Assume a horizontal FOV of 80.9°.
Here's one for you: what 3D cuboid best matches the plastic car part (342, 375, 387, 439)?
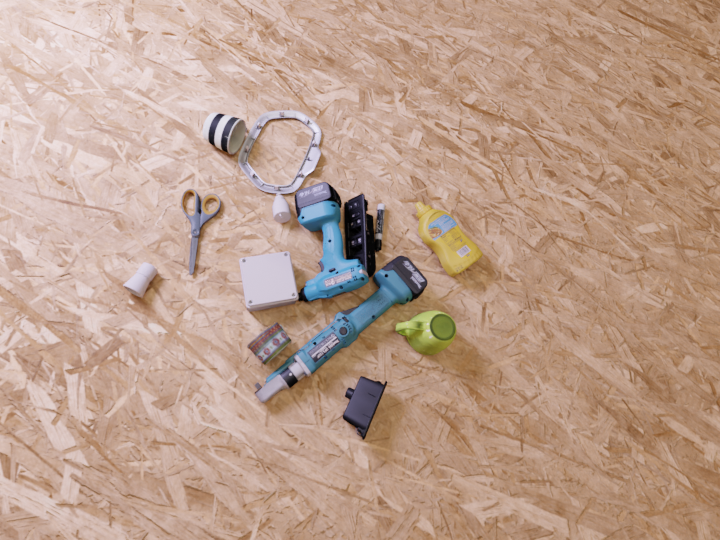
[{"bbox_3d":[0.001,0.265,0.845,0.073,0.064,0.117,19,64,10],"label":"plastic car part"}]

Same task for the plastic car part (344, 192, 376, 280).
[{"bbox_3d":[0.001,-0.068,0.967,0.063,0.069,0.207,25,57,-45],"label":"plastic car part"}]

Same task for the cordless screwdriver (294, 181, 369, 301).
[{"bbox_3d":[-0.091,-0.060,0.931,0.162,0.071,0.256,-22,70,14],"label":"cordless screwdriver"}]

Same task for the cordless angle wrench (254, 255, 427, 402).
[{"bbox_3d":[-0.040,0.127,0.882,0.418,0.074,0.100,-38,82,-18],"label":"cordless angle wrench"}]

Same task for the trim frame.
[{"bbox_3d":[-0.192,-0.298,1.038,0.183,0.027,0.251,21,66,-2],"label":"trim frame"}]
